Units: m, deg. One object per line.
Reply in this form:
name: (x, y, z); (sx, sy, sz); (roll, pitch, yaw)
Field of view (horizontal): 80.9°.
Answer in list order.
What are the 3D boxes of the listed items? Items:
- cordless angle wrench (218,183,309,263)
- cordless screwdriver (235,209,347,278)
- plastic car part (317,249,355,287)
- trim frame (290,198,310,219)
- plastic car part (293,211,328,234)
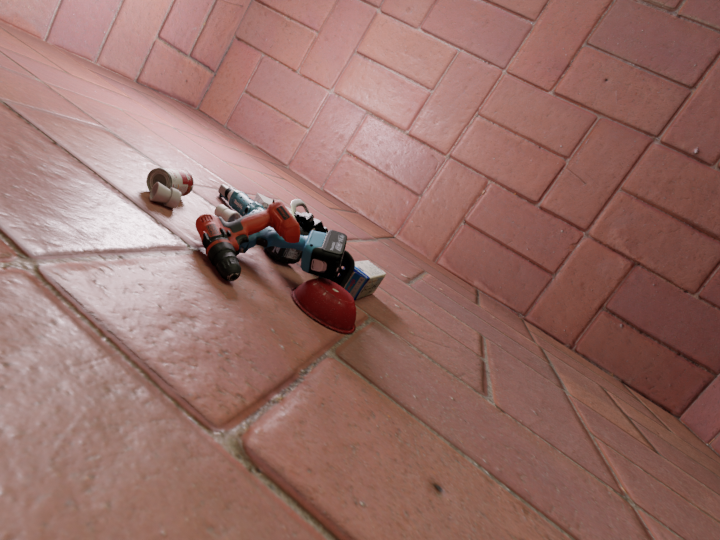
cordless angle wrench: (-0.295, -0.157, 1.170); (0.070, 0.098, 0.448); (14, 17, -47)
cordless screwdriver: (-0.161, -0.049, 0.916); (0.253, 0.073, 0.160); (17, 38, 8)
plastic car part: (-0.058, 0.012, 1.035); (0.067, 0.116, 0.070); (33, -12, 5)
trim frame: (-0.159, -0.117, 1.216); (0.249, 0.028, 0.182); (-77, 148, -79)
plastic car part: (-0.109, -0.071, 1.114); (0.070, 0.066, 0.195); (19, -46, 49)
